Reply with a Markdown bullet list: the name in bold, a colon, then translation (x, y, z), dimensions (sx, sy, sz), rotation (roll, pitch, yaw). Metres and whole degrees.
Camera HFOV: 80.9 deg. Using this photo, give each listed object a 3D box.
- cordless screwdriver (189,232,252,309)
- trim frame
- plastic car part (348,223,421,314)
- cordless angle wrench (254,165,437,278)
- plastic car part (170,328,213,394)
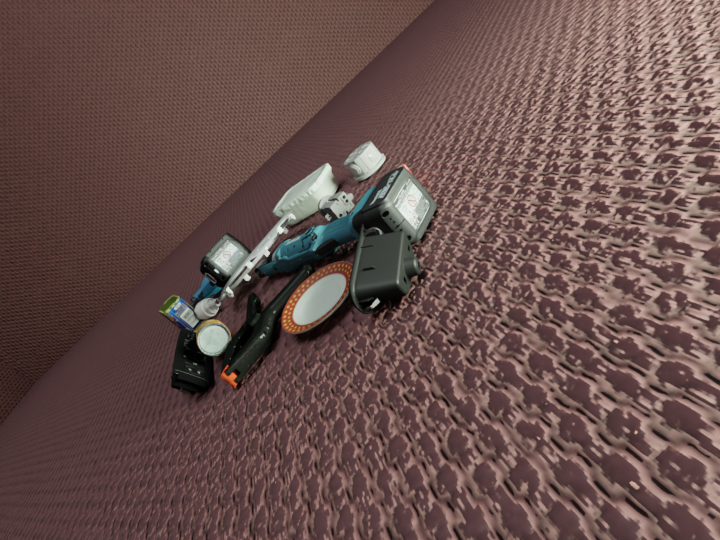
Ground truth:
- **cordless screwdriver**: translation (-0.331, 0.013, 0.969), dimensions (0.159, 0.073, 0.253), rotation (-54, 10, -23)
- **trim frame**: translation (-0.213, -0.032, 0.896), dimensions (0.247, 0.027, 0.185), rotation (-53, 5, -24)
- **plastic car part**: translation (0.033, -0.003, 0.486), dimensions (0.073, 0.063, 0.119), rotation (-17, 35, 22)
- **cordless angle wrench**: translation (-0.068, -0.045, 0.700), dimensions (0.437, 0.072, 0.098), rotation (-17, 34, 50)
- **plastic car part**: translation (-0.297, 0.161, 0.738), dimensions (0.067, 0.064, 0.211), rotation (-68, 23, 8)
